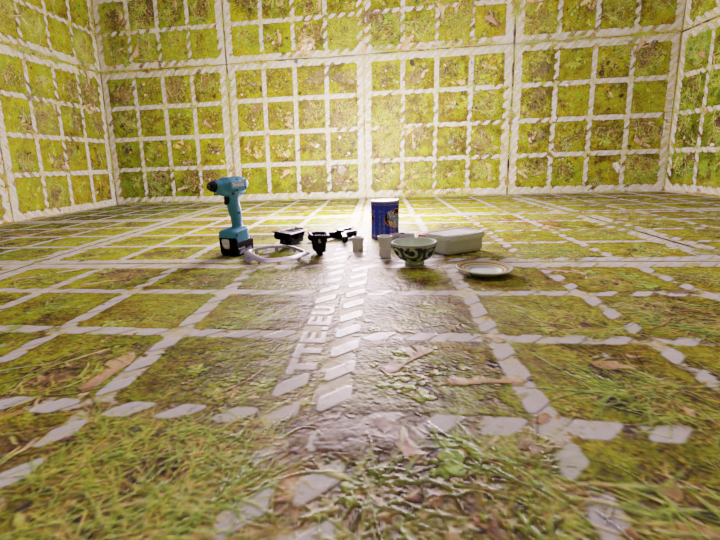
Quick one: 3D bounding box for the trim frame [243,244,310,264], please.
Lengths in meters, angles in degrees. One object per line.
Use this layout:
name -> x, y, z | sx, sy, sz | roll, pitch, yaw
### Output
trim frame -> -0.259, -0.048, 1.277 | 0.178, 0.027, 0.261 | -10, 17, -28

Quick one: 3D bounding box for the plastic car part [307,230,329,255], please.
plastic car part -> -0.128, -0.084, 1.310 | 0.065, 0.070, 0.119 | -4, 14, -9

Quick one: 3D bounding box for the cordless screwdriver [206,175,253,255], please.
cordless screwdriver -> -0.413, -0.169, 1.329 | 0.077, 0.245, 0.155 | 5, 14, 26

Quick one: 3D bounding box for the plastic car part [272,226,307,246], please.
plastic car part -> -0.235, -0.118, 1.463 | 0.068, 0.066, 0.201 | 1, 15, 13
